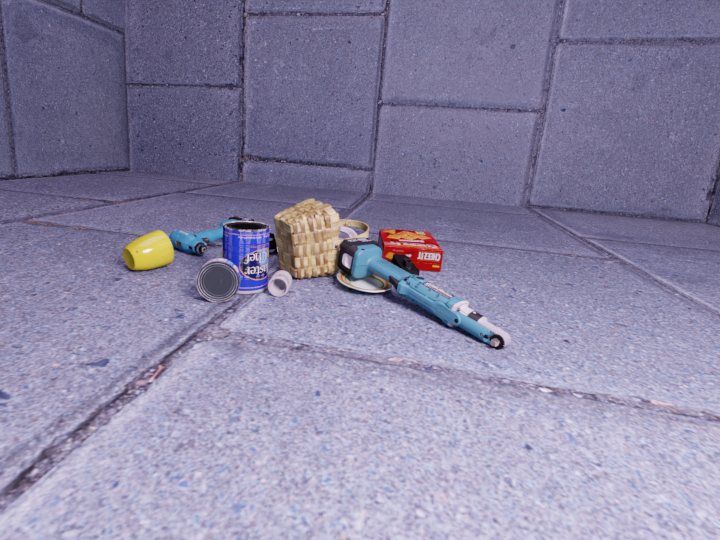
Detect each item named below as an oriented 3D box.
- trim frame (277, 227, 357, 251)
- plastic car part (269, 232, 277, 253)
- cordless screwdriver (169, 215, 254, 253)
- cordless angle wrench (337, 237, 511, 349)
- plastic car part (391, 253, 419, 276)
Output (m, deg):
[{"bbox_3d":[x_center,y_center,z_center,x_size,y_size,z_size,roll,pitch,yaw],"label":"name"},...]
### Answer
[{"bbox_3d":[-0.118,-0.077,1.208,0.255,0.026,0.186,10,47,13],"label":"trim frame"},{"bbox_3d":[-0.307,-0.079,1.232,0.123,0.064,0.069,16,35,35],"label":"plastic car part"},{"bbox_3d":[-0.416,-0.099,1.248,0.168,0.073,0.240,18,25,38],"label":"cordless screwdriver"},{"bbox_3d":[0.115,0.039,0.873,0.094,0.073,0.448,-8,28,-39],"label":"cordless angle wrench"},{"bbox_3d":[0.108,0.002,1.050,0.066,0.066,0.207,-4,14,-5],"label":"plastic car part"}]
